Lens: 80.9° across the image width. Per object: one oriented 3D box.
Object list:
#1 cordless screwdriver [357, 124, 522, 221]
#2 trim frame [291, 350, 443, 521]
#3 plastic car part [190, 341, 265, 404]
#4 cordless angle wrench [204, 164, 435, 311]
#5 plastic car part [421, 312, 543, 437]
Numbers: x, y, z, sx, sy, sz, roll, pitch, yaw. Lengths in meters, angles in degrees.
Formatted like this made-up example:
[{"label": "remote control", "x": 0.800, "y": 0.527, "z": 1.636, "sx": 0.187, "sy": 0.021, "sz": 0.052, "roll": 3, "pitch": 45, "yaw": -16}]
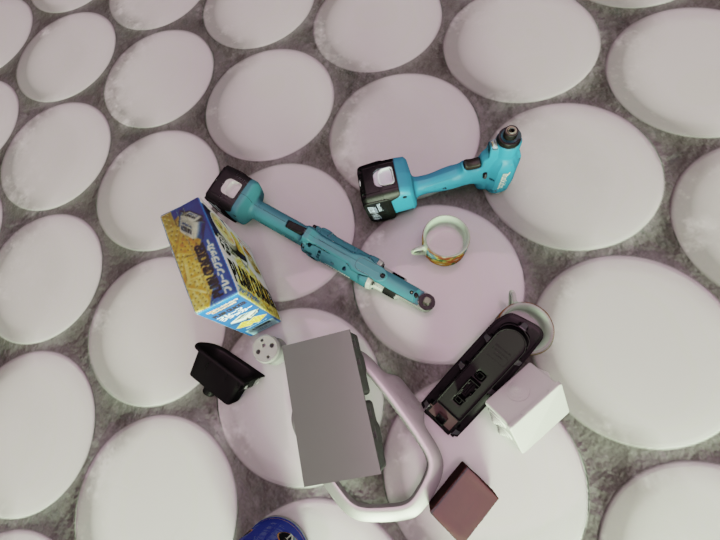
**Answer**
[{"label": "cordless screwdriver", "x": 0.121, "y": -0.155, "z": 0.670, "sx": 0.252, "sy": 0.153, "sz": 0.076, "roll": -10, "pitch": 73, "yaw": 9}, {"label": "trim frame", "x": 0.004, "y": 0.237, "z": 0.622, "sx": 0.184, "sy": 0.026, "sz": 0.260, "roll": -41, "pitch": 64, "yaw": 3}, {"label": "plastic car part", "x": -0.228, "y": 0.173, "z": 0.687, "sx": 0.121, "sy": 0.063, "sz": 0.071, "roll": 24, "pitch": 93, "yaw": 20}, {"label": "cordless angle wrench", "x": -0.070, "y": -0.046, "z": 0.714, "sx": 0.435, "sy": 0.095, "sz": 0.074, "roll": 29, "pitch": 80, "yaw": 14}, {"label": "plastic car part", "x": 0.162, "y": 0.143, "z": 0.581, "sx": 0.069, "sy": 0.064, "sz": 0.203, "roll": 43, "pitch": 103, "yaw": 26}]
